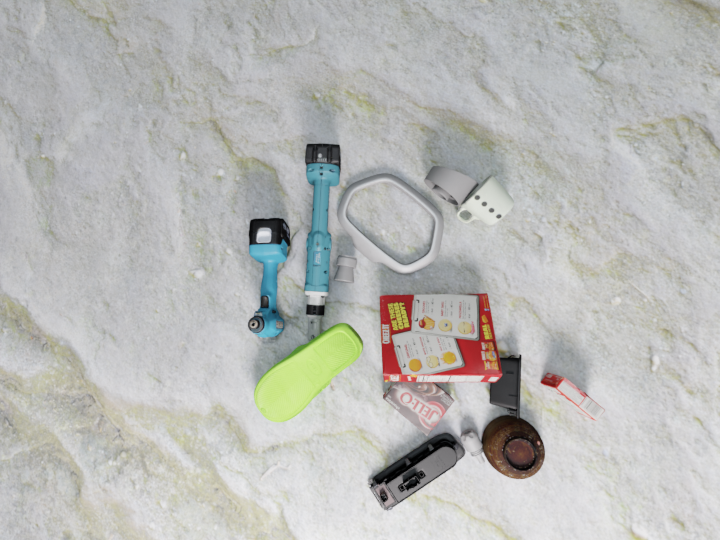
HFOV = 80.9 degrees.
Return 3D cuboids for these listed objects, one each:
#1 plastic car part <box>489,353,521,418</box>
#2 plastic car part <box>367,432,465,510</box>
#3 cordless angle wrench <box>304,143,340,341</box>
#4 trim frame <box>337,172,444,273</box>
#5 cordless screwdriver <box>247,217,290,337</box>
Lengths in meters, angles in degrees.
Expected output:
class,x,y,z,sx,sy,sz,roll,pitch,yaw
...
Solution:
class,x,y,z,sx,sy,sz,roll,pitch,yaw
plastic car part,0.279,0.221,0.832,0.073,0.063,0.118,-1,78,20
plastic car part,0.112,0.392,0.825,0.203,0.065,0.068,-34,74,-2
cordless angle wrench,-0.089,-0.058,0.913,0.075,0.097,0.425,3,85,2
trim frame,0.065,-0.105,0.929,0.254,0.027,0.184,41,87,10
cordless screwdriver,-0.197,0.013,0.881,0.075,0.156,0.252,-2,80,4
